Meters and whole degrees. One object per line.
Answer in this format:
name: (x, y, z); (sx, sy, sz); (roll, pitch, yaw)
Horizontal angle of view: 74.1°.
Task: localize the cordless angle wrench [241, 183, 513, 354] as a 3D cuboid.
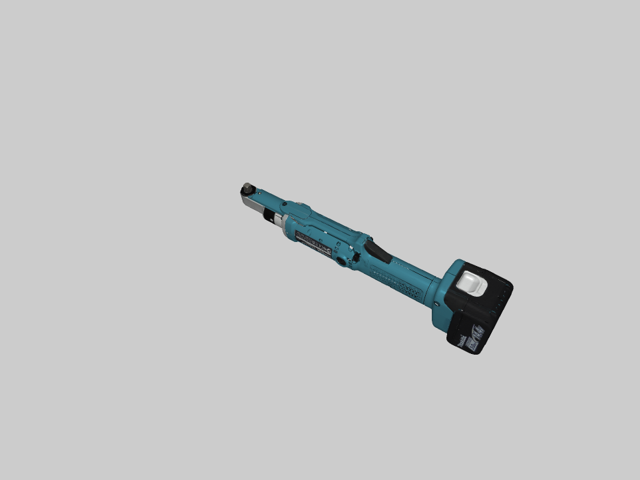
cordless angle wrench: (0.046, 0.013, 0.608); (0.423, 0.074, 0.098); (27, -32, 25)
